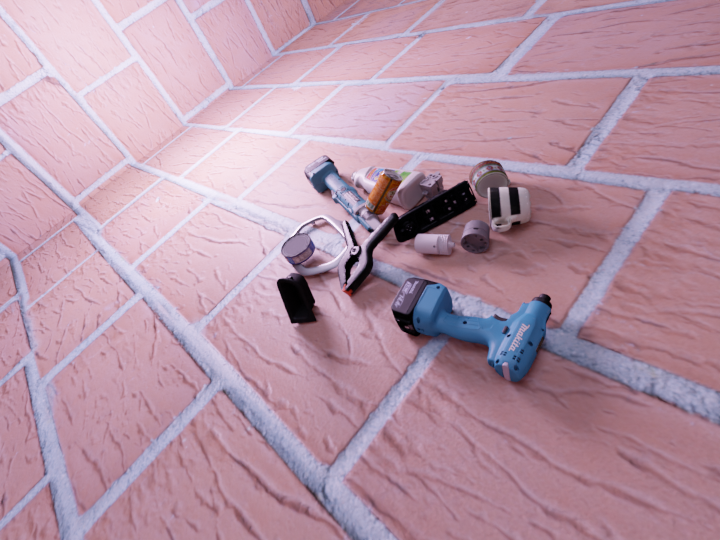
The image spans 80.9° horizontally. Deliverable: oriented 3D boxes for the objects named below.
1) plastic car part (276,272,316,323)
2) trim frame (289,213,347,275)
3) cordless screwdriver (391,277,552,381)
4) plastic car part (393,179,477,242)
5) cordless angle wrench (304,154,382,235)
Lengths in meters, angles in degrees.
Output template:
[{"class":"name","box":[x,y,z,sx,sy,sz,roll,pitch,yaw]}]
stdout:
[{"class":"plastic car part","box":[-0.138,0.053,0.957,0.068,0.114,0.070,-11,18,23]},{"class":"trim frame","box":[-0.110,-0.072,1.121,0.183,0.026,0.262,-37,38,-5]},{"class":"cordless screwdriver","box":[0.191,0.075,0.745,0.263,0.071,0.158,19,60,39]},{"class":"plastic car part","box":[0.162,-0.140,0.991,0.203,0.063,0.070,-31,29,1]},{"class":"cordless angle wrench","box":[-0.040,-0.207,1.185,0.098,0.070,0.446,-35,42,-4]}]
